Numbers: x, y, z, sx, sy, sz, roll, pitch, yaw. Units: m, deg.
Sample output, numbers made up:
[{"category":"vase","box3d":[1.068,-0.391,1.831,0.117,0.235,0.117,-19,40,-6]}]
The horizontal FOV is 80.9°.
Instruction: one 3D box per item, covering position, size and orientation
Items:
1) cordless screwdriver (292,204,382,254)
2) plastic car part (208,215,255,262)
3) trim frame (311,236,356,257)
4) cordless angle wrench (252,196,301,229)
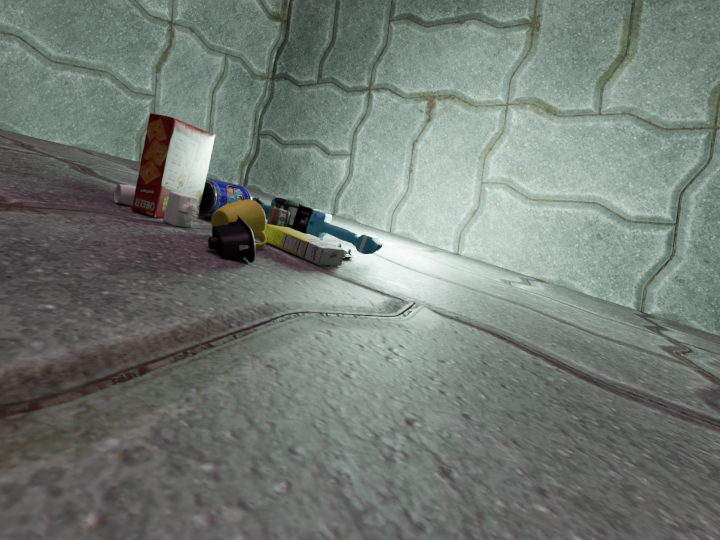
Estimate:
[{"category":"cordless screwdriver","box3d":[-0.059,-0.110,1.195,0.258,0.074,0.154,23,10,20]},{"category":"plastic car part","box3d":[-0.232,-0.052,0.744,0.069,0.065,0.122,-4,20,-24]},{"category":"trim frame","box3d":[-0.114,-0.075,1.167,0.177,0.027,0.259,11,12,-23]},{"category":"cordless angle wrench","box3d":[-0.365,-0.214,1.424,0.447,0.097,0.070,18,7,41]}]
